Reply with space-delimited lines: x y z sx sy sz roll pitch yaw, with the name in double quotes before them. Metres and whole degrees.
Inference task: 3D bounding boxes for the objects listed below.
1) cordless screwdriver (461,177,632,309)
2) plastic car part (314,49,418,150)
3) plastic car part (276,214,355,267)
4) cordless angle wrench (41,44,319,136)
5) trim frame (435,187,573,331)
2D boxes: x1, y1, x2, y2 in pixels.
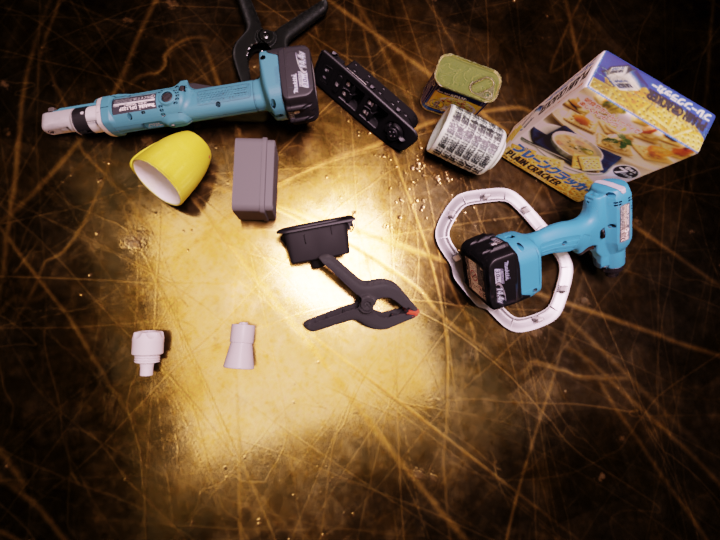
"cordless screwdriver" 0.281 -0.018 0.621 0.248 0.077 0.153 -23 118 -4
"plastic car part" 0.016 -0.275 0.684 0.205 0.067 0.066 45 54 4
"plastic car part" -0.063 -0.041 0.643 0.116 0.067 0.070 -14 99 -3
"cordless angle wrench" -0.277 -0.248 0.634 0.426 0.073 0.099 -7 78 5
"trim frame" 0.232 -0.021 0.674 0.183 0.027 0.250 -37 87 -8
